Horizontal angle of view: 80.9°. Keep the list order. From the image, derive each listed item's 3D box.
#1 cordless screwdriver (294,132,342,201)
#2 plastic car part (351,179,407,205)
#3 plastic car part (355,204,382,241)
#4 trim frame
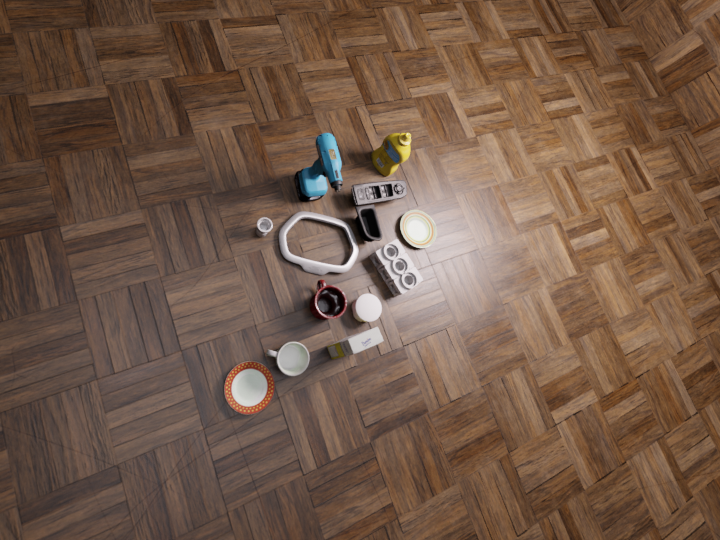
[{"bbox_3d":[-0.114,-0.260,1.202,0.072,0.252,0.162,-9,79,-23],"label":"cordless screwdriver"},{"bbox_3d":[0.058,-0.245,1.351,0.198,0.068,0.067,-13,80,-21],"label":"plastic car part"},{"bbox_3d":[0.019,-0.136,1.303,0.064,0.072,0.118,-10,78,-22],"label":"plastic car part"},{"bbox_3d":[-0.124,-0.081,1.265,0.242,0.028,0.187,12,70,-13],"label":"trim frame"}]
